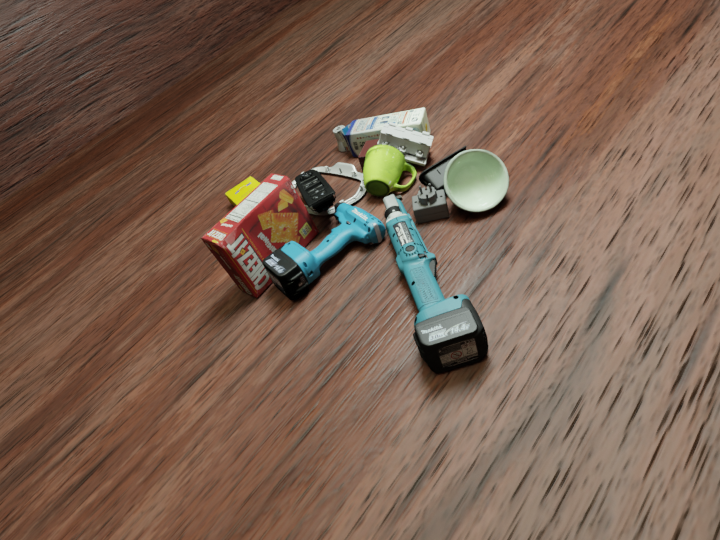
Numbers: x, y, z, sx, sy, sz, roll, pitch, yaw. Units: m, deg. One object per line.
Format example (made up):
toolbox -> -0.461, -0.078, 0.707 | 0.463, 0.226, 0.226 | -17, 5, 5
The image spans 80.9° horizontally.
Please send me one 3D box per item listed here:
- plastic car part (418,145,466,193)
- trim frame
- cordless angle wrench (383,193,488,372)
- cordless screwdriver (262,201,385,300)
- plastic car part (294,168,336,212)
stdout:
plastic car part -> 0.193, -0.199, 0.898 | 0.116, 0.063, 0.074 | -32, 56, -1
trim frame -> -0.091, -0.212, 1.077 | 0.263, 0.026, 0.183 | 20, 59, 41
cordless angle wrench -> 0.098, -0.020, 0.760 | 0.099, 0.071, 0.440 | -21, 40, 5
cordless screwdriver -> -0.087, -0.057, 0.889 | 0.246, 0.071, 0.168 | -35, 42, -14
plastic car part -> -0.103, -0.186, 0.993 | 0.066, 0.063, 0.213 | -35, 38, 2
